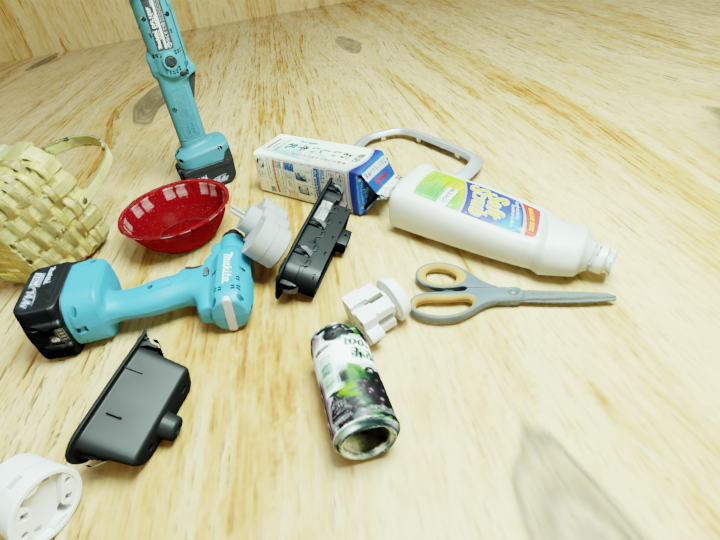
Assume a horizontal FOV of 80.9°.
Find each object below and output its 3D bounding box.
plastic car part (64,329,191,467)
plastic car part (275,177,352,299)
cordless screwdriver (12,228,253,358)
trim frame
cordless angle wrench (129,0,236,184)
[{"bbox_3d":[-0.192,0.125,0.379,0.071,0.064,0.118,12,45,2],"label":"plastic car part"},{"bbox_3d":[-0.053,-0.034,0.538,0.067,0.066,0.204,26,44,0],"label":"plastic car part"},{"bbox_3d":[-0.254,0.014,0.509,0.247,0.072,0.166,-9,39,-5],"label":"cordless screwdriver"},{"bbox_3d":[0.083,-0.192,0.718,0.181,0.026,0.263,-29,42,-21],"label":"trim frame"},{"bbox_3d":[-0.293,-0.324,0.649,0.096,0.407,0.078,-22,41,-18],"label":"cordless angle wrench"}]
